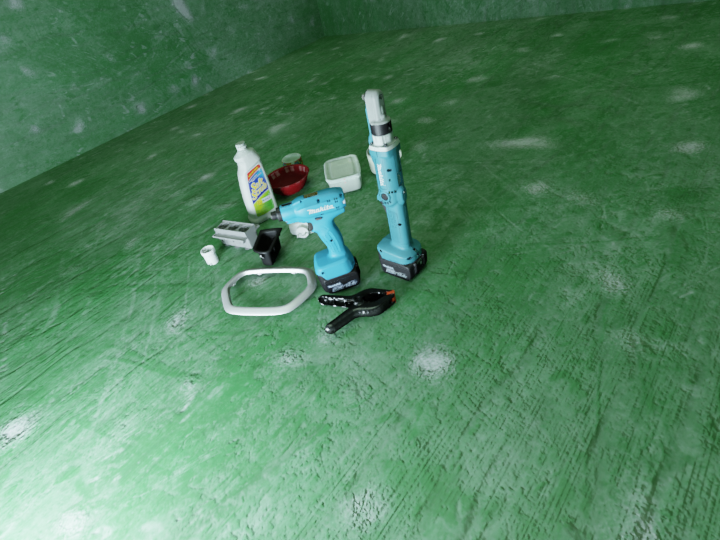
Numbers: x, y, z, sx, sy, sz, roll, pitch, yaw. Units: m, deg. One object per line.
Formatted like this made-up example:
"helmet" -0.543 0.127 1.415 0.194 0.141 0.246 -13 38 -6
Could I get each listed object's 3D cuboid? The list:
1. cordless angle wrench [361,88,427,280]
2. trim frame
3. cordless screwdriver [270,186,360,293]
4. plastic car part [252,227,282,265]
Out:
"cordless angle wrench" 0.064 -0.164 0.874 0.103 0.405 0.073 21 49 38
"trim frame" -0.226 0.044 1.036 0.255 0.026 0.187 -4 40 16
"cordless screwdriver" -0.092 -0.060 0.941 0.160 0.238 0.077 -14 36 1
"plastic car part" -0.244 -0.056 1.132 0.067 0.068 0.119 -7 38 11
